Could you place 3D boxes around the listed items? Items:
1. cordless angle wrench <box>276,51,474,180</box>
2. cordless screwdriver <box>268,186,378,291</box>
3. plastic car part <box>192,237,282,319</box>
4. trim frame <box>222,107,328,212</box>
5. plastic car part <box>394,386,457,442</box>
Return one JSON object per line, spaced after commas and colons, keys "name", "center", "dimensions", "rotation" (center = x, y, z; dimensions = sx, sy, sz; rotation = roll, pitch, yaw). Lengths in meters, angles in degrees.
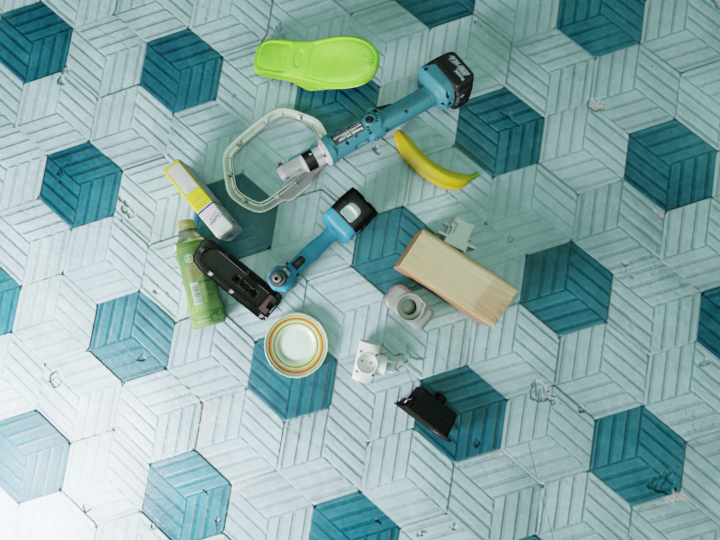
{"name": "cordless angle wrench", "center": [0.021, -0.292, 0.855], "dimensions": [0.423, 0.072, 0.101], "rotation": [-29, 71, 0]}
{"name": "cordless screwdriver", "center": [-0.080, -0.052, 0.814], "dimensions": [0.248, 0.159, 0.075], "rotation": [-43, 91, -3]}
{"name": "plastic car part", "center": [-0.244, 0.020, 0.833], "dimensions": [0.198, 0.069, 0.066], "rotation": [42, 85, -12]}
{"name": "trim frame", "center": [-0.180, -0.235, 0.896], "dimensions": [0.248, 0.027, 0.185], "rotation": [-39, 86, -2]}
{"name": "plastic car part", "center": [0.138, 0.273, 0.834], "dimensions": [0.117, 0.066, 0.071], "rotation": [34, 74, 0]}
